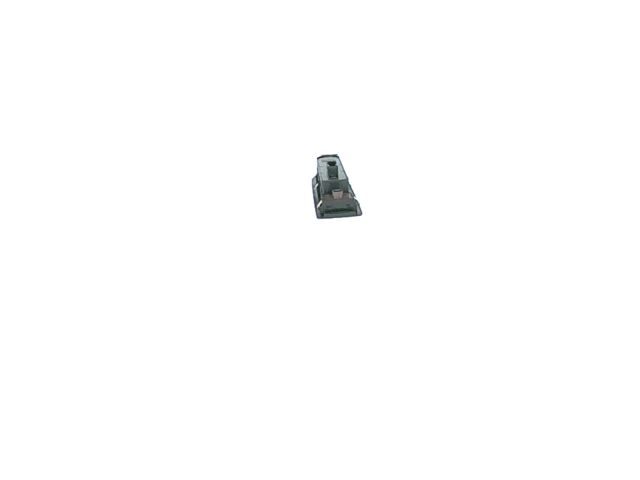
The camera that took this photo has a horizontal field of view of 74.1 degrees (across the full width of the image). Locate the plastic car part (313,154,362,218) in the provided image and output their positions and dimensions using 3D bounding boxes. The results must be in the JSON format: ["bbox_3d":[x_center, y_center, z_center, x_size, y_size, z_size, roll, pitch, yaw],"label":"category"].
[{"bbox_3d":[0.018,-0.097,0.688,0.066,0.067,0.202,-12,22,2],"label":"plastic car part"}]
